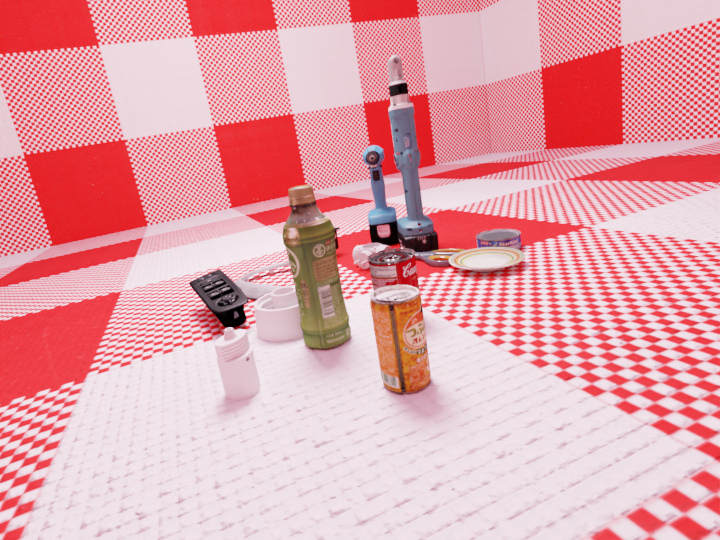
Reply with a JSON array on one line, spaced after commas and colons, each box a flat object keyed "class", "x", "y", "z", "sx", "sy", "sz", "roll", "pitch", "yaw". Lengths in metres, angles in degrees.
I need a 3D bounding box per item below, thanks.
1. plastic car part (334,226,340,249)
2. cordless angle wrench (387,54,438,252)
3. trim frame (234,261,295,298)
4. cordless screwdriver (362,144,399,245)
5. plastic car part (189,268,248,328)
[{"class": "plastic car part", "x": -0.104, "y": -0.068, "z": 1.060, "sx": 0.122, "sy": 0.069, "sz": 0.064, "roll": 0, "pitch": 18, "yaw": 32}, {"class": "cordless angle wrench", "x": 0.102, "y": -0.246, "z": 0.923, "sx": 0.074, "sy": 0.415, "sz": 0.100, "roll": -10, "pitch": 13, "yaw": -3}, {"class": "trim frame", "x": -0.163, "y": 0.016, "z": 0.896, "sx": 0.261, "sy": 0.027, "sz": 0.178, "roll": 6, "pitch": 23, "yaw": 43}, {"class": "cordless screwdriver", "x": 0.046, "y": -0.183, "z": 1.045, "sx": 0.075, "sy": 0.244, "sz": 0.160, "roll": -8, "pitch": 14, "yaw": 7}, {"class": "plastic car part", "x": -0.252, "y": 0.054, "z": 0.758, "sx": 0.064, "sy": 0.066, "sz": 0.213, "roll": -18, "pitch": 18, "yaw": -28}]
